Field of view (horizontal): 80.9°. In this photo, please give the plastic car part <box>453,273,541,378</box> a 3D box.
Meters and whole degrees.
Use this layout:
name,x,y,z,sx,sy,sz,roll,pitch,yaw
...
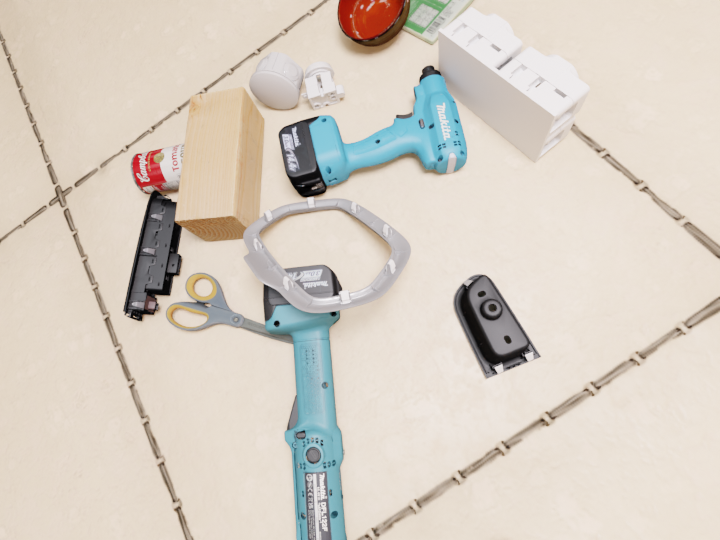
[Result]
name,x,y,z,sx,sy,sz,roll,pitch,yaw
plastic car part,0.150,0.056,0.483,0.066,0.068,0.120,-25,72,4

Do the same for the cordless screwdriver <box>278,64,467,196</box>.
name,x,y,z,sx,sy,sz,roll,pitch,yaw
cordless screwdriver,0.011,-0.198,0.601,0.252,0.072,0.162,-10,73,9

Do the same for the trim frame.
name,x,y,z,sx,sy,sz,roll,pitch,yaw
trim frame,-0.052,-0.034,0.529,0.181,0.026,0.263,-27,42,-18

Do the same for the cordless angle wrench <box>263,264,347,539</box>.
name,x,y,z,sx,sy,sz,roll,pitch,yaw
cordless angle wrench,-0.053,0.208,0.491,0.099,0.072,0.431,-8,74,5

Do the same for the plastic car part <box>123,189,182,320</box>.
name,x,y,z,sx,sy,sz,roll,pitch,yaw
plastic car part,-0.306,-0.029,0.640,0.067,0.065,0.207,-3,72,2
